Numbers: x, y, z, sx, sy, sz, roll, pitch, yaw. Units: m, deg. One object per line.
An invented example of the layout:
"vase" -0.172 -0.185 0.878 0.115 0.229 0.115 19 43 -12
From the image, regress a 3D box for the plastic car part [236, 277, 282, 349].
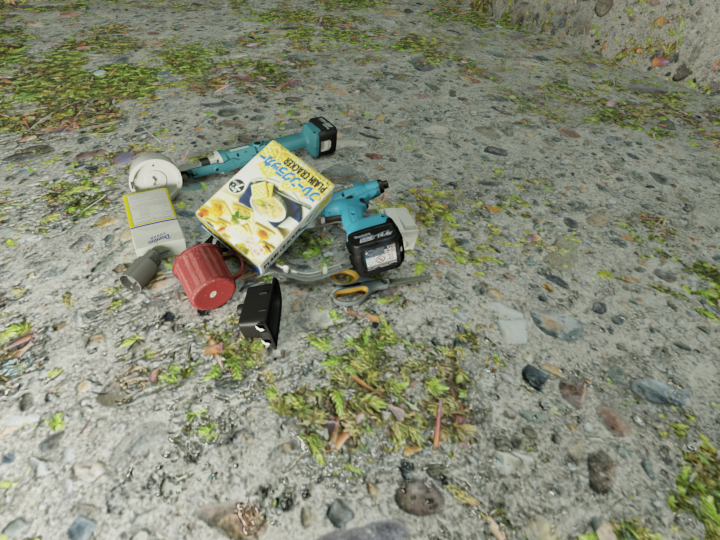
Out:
"plastic car part" -0.173 0.069 0.709 0.071 0.063 0.120 -9 41 3

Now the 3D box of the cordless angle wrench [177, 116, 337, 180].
"cordless angle wrench" -0.258 -0.300 1.074 0.413 0.072 0.103 -23 51 -24

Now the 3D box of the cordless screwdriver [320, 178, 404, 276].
"cordless screwdriver" 0.018 -0.103 0.830 0.158 0.071 0.261 -20 40 -7

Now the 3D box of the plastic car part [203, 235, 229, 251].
"plastic car part" -0.249 -0.112 0.886 0.067 0.066 0.203 25 49 7

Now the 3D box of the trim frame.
"trim frame" -0.084 -0.055 0.856 0.242 0.027 0.195 -23 44 -24
